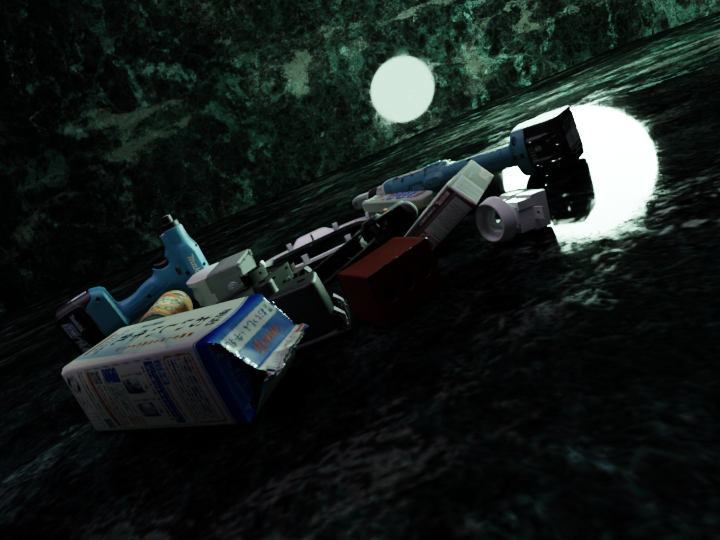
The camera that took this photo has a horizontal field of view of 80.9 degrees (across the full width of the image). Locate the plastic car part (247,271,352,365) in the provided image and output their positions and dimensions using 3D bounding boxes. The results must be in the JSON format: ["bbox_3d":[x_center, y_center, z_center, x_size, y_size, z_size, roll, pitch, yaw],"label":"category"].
[{"bbox_3d":[-0.074,0.039,0.408,0.117,0.069,0.067,-19,13,4],"label":"plastic car part"}]

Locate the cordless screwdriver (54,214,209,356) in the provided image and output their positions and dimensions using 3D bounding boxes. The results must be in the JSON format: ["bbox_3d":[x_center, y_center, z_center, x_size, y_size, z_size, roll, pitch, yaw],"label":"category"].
[{"bbox_3d":[-0.383,0.023,0.716,0.244,0.155,0.077,-33,16,-25],"label":"cordless screwdriver"}]

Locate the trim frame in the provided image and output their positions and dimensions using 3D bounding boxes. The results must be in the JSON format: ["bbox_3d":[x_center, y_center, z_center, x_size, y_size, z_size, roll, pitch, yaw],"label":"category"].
[{"bbox_3d":[-0.072,-0.047,0.736,0.247,0.027,0.189,-27,16,-6],"label":"trim frame"}]

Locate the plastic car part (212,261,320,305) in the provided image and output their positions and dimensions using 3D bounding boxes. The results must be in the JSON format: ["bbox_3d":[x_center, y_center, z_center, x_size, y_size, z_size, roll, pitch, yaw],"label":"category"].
[{"bbox_3d":[-0.125,0.037,0.504,0.069,0.065,0.201,-6,26,30],"label":"plastic car part"}]

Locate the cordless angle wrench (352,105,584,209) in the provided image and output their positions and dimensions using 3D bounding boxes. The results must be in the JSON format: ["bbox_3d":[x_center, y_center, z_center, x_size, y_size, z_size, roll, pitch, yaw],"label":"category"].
[{"bbox_3d":[0.140,-0.164,0.740,0.441,0.073,0.096,-9,21,46],"label":"cordless angle wrench"}]
